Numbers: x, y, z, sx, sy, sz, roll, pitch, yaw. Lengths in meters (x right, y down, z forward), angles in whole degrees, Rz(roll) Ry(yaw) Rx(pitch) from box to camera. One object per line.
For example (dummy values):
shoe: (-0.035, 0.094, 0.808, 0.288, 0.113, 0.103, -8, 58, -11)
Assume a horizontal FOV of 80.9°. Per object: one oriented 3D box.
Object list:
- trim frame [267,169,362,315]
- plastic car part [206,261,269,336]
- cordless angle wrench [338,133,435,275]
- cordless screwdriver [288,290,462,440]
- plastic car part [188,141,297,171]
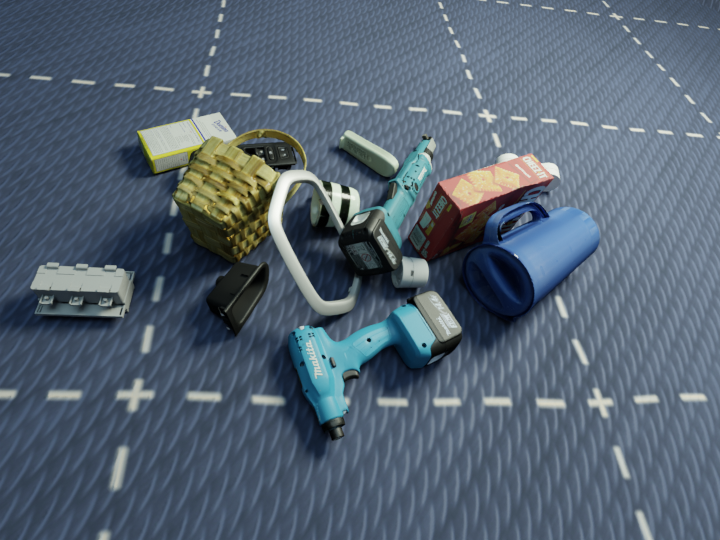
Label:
trim frame: (-0.066, -0.043, 0.672, 0.242, 0.028, 0.182, 61, 38, -16)
plastic car part: (-0.200, 0.032, 0.671, 0.073, 0.063, 0.117, 12, 50, 15)
cordless angle wrench: (0.083, -0.156, 0.821, 0.077, 0.094, 0.423, -13, 32, 37)
cordless screwdriver: (0.030, 0.132, 0.624, 0.244, 0.072, 0.166, -16, 60, -15)
plastic car part: (-0.231, -0.210, 0.826, 0.198, 0.066, 0.068, -6, 64, -17)
